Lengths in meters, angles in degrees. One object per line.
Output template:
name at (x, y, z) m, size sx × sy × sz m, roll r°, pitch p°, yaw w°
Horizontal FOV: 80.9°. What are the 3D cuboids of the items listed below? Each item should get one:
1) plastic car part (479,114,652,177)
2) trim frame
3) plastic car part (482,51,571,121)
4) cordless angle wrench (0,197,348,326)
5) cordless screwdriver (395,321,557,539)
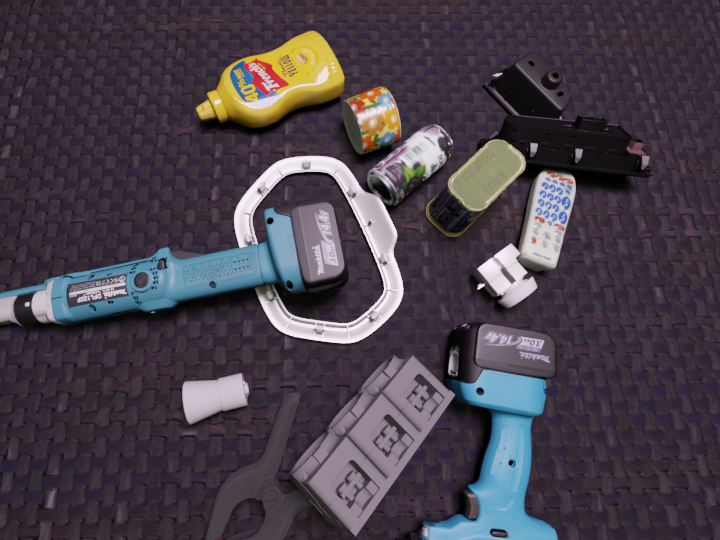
plastic car part at (0.260, -0.160, 0.531) m, size 0.205 × 0.065 × 0.068 m, roll 4°, pitch 47°, yaw 4°
trim frame at (-0.050, -0.033, 0.516) m, size 0.182 × 0.027 × 0.255 m, roll -21°, pitch 73°, yaw -8°
plastic car part at (0.234, -0.240, 0.559) m, size 0.065 × 0.069 × 0.120 m, roll -32°, pitch 75°, yaw -11°
cordless angle wrench at (-0.227, 0.012, 0.468) m, size 0.425 × 0.072 × 0.100 m, roll -11°, pitch 77°, yaw 4°
cordless screwdriver at (0.119, 0.180, 0.432) m, size 0.159 × 0.073 × 0.252 m, roll 4°, pitch 77°, yaw 0°
